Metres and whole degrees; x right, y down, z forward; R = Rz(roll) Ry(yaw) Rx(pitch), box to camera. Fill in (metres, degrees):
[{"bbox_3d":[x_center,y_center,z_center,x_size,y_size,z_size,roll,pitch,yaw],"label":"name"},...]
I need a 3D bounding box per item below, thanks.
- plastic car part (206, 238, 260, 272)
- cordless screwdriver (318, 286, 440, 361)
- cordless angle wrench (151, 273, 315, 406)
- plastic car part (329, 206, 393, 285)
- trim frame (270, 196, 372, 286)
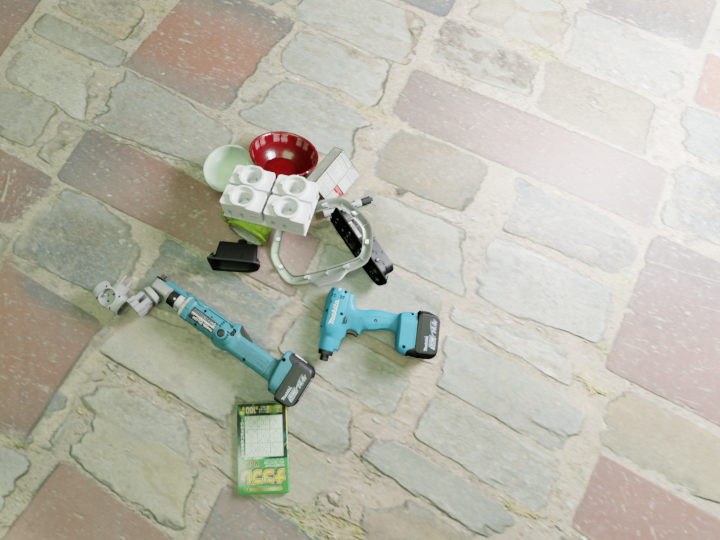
[{"bbox_3d":[-0.284,-0.038,0.972,0.116,0.064,0.073,2,64,-1],"label":"plastic car part"},{"bbox_3d":[0.035,0.139,0.903,0.253,0.072,0.160,12,79,10],"label":"cordless screwdriver"},{"bbox_3d":[-0.295,0.138,0.925,0.433,0.072,0.098,32,81,12],"label":"cordless angle wrench"},{"bbox_3d":[0.008,-0.057,0.958,0.065,0.066,0.208,-23,74,-30],"label":"plastic car part"},{"bbox_3d":[-0.092,-0.060,0.940,0.254,0.027,0.185,-15,85,18],"label":"trim frame"}]
